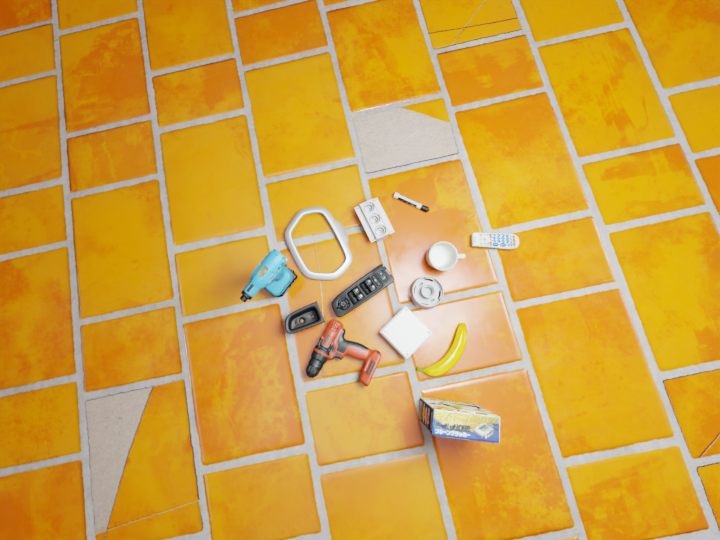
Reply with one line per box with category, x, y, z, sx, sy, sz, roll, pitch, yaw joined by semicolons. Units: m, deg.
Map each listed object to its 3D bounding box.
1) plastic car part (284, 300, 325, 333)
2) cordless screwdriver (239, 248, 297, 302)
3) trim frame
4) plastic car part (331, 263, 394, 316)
plastic car part;-0.169;0.146;1.263;0.116;0.070;0.067;-23;80;-2
cordless screwdriver;-0.261;0.033;1.206;0.075;0.245;0.159;38;82;5
trim frame;-0.130;-0.085;1.333;0.184;0.027;0.254;-28;77;-2
plastic car part;0.001;0.065;1.270;0.202;0.066;0.068;-35;80;-4
